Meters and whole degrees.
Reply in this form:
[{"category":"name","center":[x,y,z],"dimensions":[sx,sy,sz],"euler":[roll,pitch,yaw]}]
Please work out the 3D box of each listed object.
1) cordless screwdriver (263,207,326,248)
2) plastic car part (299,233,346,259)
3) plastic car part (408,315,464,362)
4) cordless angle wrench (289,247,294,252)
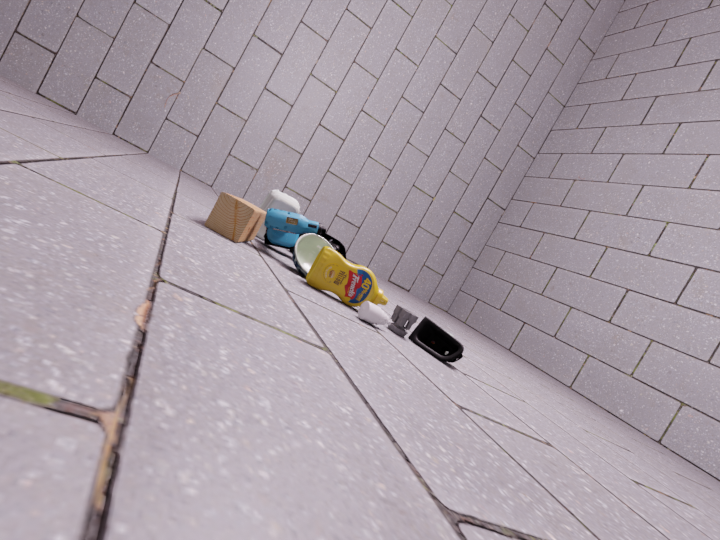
[{"category":"cordless screwdriver","center":[-0.190,-0.111,1.176],"dimensions":[0.156,0.075,0.252],"euler":[13,-8,-12]},{"category":"plastic car part","center":[-0.121,-0.079,1.236],"dimensions":[0.064,0.065,0.215],"euler":[-15,31,-42]},{"category":"plastic car part","center":[0.178,0.168,0.942],"dimensions":[0.123,0.066,0.067],"euler":[35,-9,38]},{"category":"cordless angle wrench","center":[-0.128,-0.028,1.291],"dimensions":[0.094,0.074,0.441],"euler":[27,5,-25]}]
